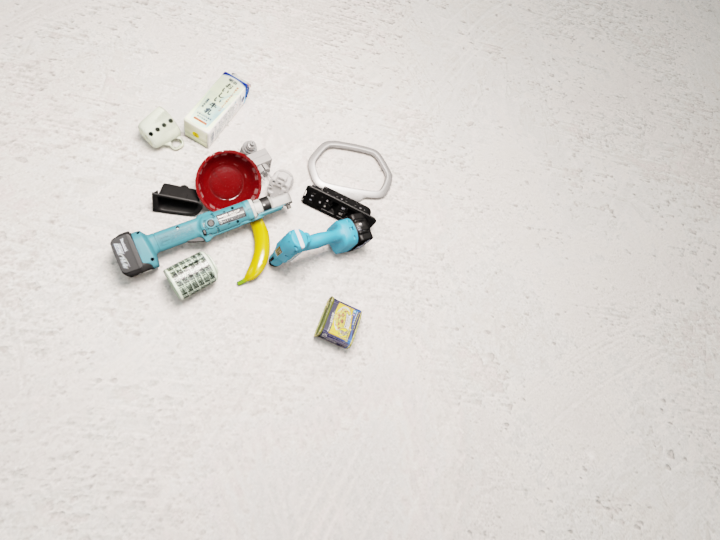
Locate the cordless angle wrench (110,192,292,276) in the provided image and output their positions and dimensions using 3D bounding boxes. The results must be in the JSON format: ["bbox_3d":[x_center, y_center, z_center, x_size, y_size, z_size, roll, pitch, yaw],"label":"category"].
[{"bbox_3d":[-0.356,-0.106,0.997,0.415,0.076,0.097,-24,94,-19],"label":"cordless angle wrench"}]

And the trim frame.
[{"bbox_3d":[-0.028,-0.282,1.196,0.243,0.027,0.188,7,66,-13],"label":"trim frame"}]

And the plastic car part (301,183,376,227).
[{"bbox_3d":[-0.053,-0.172,1.129,0.203,0.066,0.067,28,39,-1],"label":"plastic car part"}]

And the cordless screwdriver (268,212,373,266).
[{"bbox_3d":[-0.102,-0.067,1.044,0.240,0.162,0.076,-16,79,-37],"label":"cordless screwdriver"}]

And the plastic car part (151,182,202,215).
[{"bbox_3d":[-0.445,-0.180,1.038,0.113,0.065,0.073,5,54,-17],"label":"plastic car part"}]
